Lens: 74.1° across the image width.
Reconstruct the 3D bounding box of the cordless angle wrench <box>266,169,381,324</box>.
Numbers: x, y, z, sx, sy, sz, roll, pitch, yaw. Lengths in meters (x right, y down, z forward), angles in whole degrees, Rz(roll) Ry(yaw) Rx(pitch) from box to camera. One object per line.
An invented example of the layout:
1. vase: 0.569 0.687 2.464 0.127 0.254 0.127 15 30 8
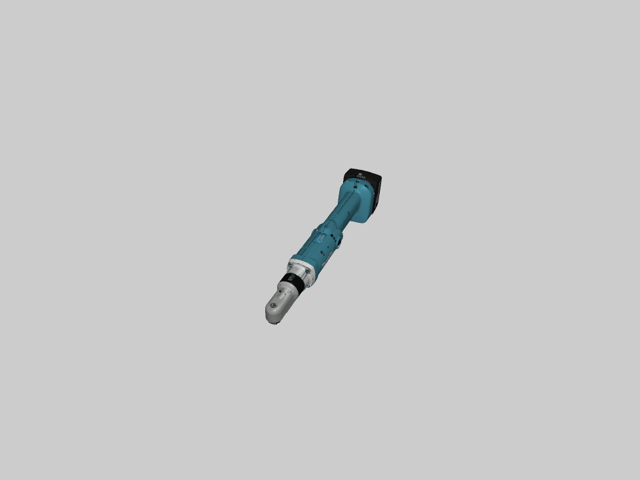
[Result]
1. cordless angle wrench: 0.011 -0.002 0.792 0.074 0.098 0.421 18 41 18
